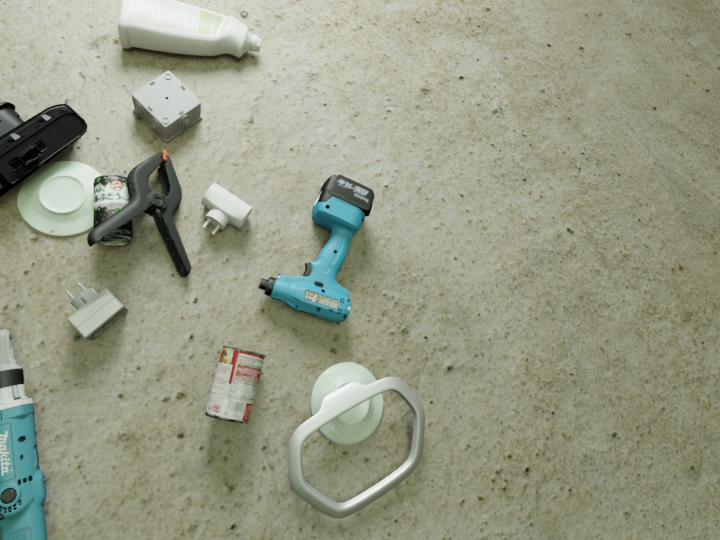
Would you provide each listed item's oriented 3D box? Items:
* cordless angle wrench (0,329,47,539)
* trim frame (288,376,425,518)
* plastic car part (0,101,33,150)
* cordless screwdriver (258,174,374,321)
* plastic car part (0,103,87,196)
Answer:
[{"bbox_3d":[-0.438,0.283,0.536,0.095,0.075,0.432,-12,75,-22],"label":"cordless angle wrench"},{"bbox_3d":[0.000,0.276,0.675,0.244,0.028,0.183,-24,94,-19],"label":"trim frame"},{"bbox_3d":[-0.560,-0.202,0.658,0.068,0.068,0.116,44,62,-20],"label":"plastic car part"},{"bbox_3d":[-0.073,-0.048,0.746,0.156,0.075,0.251,18,73,-12],"label":"cordless screwdriver"},{"bbox_3d":[-0.503,-0.189,0.646,0.063,0.070,0.203,58,47,-37],"label":"plastic car part"}]
